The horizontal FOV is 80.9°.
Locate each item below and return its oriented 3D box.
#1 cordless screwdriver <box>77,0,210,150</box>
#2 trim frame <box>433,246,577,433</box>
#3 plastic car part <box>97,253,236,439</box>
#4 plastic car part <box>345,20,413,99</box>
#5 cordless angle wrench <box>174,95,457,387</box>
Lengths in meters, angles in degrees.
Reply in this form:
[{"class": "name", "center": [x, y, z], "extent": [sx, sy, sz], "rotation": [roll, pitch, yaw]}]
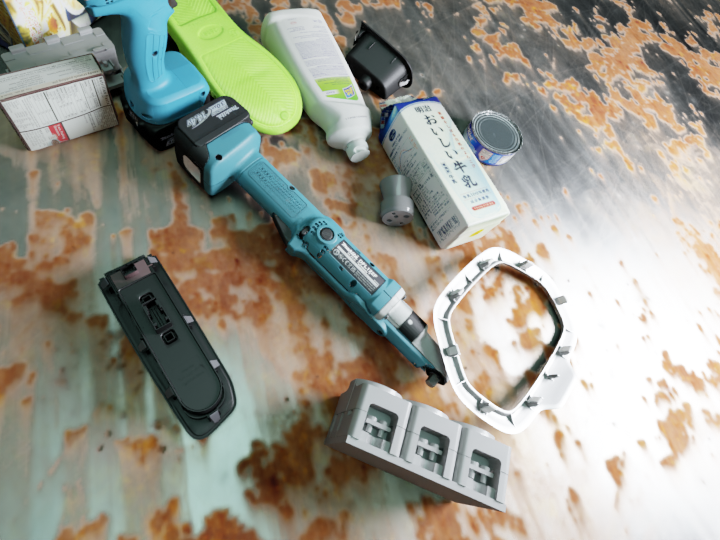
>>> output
[{"class": "cordless screwdriver", "center": [-0.210, -0.254, 0.468], "extent": [0.157, 0.247, 0.076], "rotation": [-40, 83, -23]}, {"class": "trim frame", "center": [0.183, 0.071, 0.505], "extent": [0.243, 0.028, 0.186], "rotation": [-35, 85, -37]}, {"class": "plastic car part", "center": [-0.190, 0.066, 0.425], "extent": [0.065, 0.067, 0.207], "rotation": [-28, 76, -33]}, {"class": "plastic car part", "center": [0.020, -0.319, 0.669], "extent": [0.118, 0.065, 0.070], "rotation": [45, 77, 5]}, {"class": "cordless angle wrench", "center": [-0.049, -0.032, 0.502], "extent": [0.429, 0.074, 0.097], "rotation": [45, 63, 7]}]
